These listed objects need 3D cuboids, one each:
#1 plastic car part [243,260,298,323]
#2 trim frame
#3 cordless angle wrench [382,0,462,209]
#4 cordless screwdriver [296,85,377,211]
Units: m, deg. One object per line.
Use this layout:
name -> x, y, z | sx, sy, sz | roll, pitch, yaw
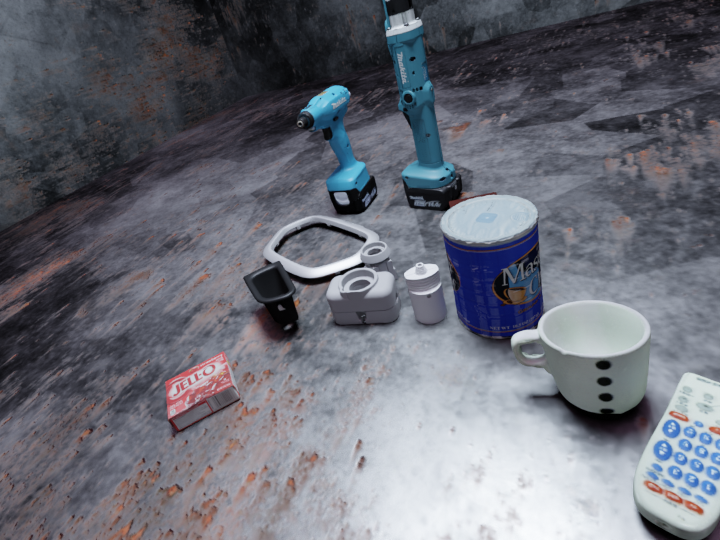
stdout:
plastic car part -> -0.128, 0.044, 0.648 | 0.065, 0.068, 0.123 | -26, 32, -13
trim frame -> -0.079, -0.051, 0.803 | 0.181, 0.026, 0.263 | -38, 37, -27
cordless angle wrench -> 0.095, -0.307, 0.735 | 0.103, 0.407, 0.073 | 12, 41, 41
cordless screwdriver -> -0.049, -0.230, 0.855 | 0.078, 0.239, 0.158 | 3, 36, 31
